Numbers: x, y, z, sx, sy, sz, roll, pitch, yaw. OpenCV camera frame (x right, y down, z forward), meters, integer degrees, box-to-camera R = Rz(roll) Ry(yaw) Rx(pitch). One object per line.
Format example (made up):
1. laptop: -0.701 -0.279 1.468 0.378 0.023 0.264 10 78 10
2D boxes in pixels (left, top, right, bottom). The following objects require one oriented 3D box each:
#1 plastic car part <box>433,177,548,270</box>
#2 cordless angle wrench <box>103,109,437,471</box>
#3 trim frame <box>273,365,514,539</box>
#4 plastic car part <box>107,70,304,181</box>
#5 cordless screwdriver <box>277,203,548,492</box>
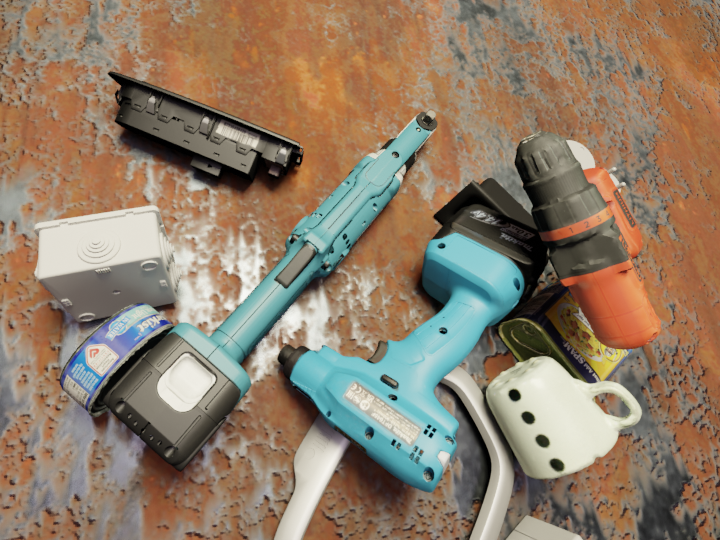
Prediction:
1. plastic car part: 0.154 -0.055 0.465 0.117 0.066 0.070 41 53 0
2. cordless angle wrench: -0.039 -0.026 0.402 0.075 0.098 0.420 39 63 0
3. trim frame: 0.034 0.190 0.364 0.184 0.027 0.248 33 69 1
4. plastic car part: -0.161 -0.137 0.432 0.202 0.067 0.067 26 93 -3
5. cordless screwdriver: 0.052 0.041 0.386 0.167 0.071 0.247 27 60 26
